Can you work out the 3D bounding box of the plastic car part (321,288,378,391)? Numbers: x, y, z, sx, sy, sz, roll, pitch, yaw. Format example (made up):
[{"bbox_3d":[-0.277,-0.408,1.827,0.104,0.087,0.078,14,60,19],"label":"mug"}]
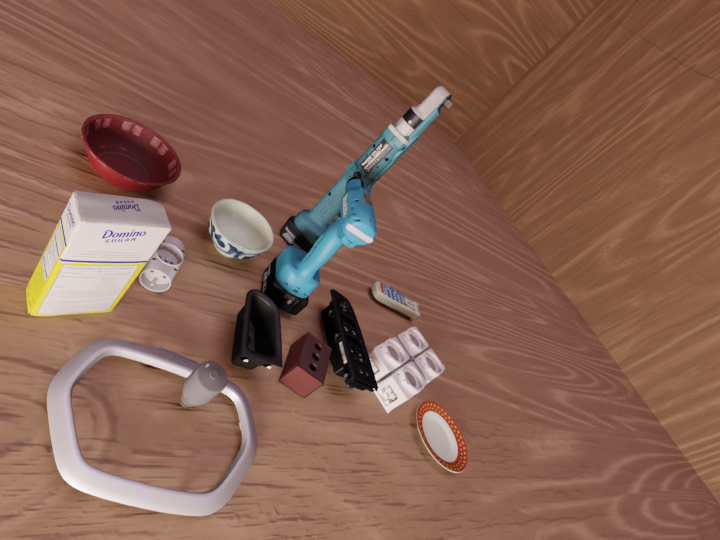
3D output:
[{"bbox_3d":[-0.029,0.124,0.749,0.063,0.068,0.211,25,34,-34],"label":"plastic car part"}]

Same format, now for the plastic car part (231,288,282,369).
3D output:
[{"bbox_3d":[-0.158,0.095,0.615,0.063,0.072,0.121,26,34,-33],"label":"plastic car part"}]

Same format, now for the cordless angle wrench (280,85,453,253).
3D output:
[{"bbox_3d":[0.004,-0.183,0.817,0.099,0.428,0.073,51,29,5],"label":"cordless angle wrench"}]

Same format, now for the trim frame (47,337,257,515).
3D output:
[{"bbox_3d":[-0.223,0.169,0.480,0.237,0.028,0.191,28,32,-28],"label":"trim frame"}]

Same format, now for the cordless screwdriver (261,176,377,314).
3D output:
[{"bbox_3d":[-0.071,-0.046,0.725,0.071,0.251,0.164,32,32,-26],"label":"cordless screwdriver"}]
